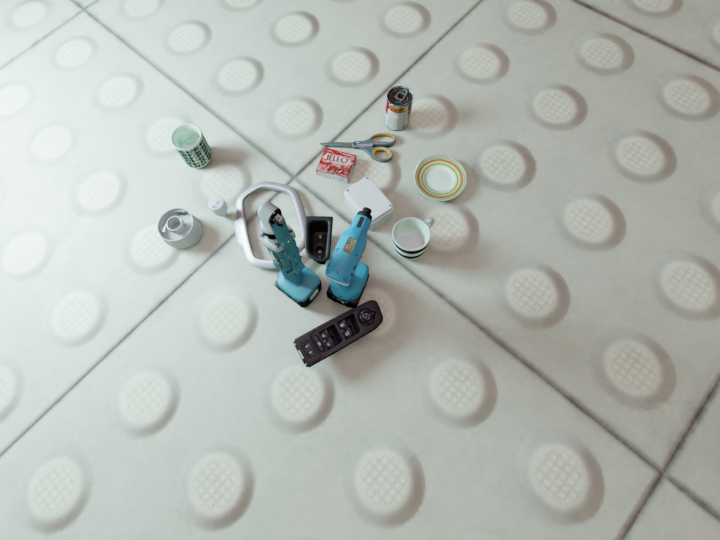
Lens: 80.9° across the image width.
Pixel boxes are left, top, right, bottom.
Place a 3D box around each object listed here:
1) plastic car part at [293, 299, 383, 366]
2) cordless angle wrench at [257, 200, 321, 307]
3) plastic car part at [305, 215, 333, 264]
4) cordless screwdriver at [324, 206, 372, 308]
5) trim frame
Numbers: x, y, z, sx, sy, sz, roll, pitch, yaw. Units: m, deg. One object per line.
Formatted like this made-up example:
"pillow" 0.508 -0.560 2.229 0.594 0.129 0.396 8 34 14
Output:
"plastic car part" -0.042 0.137 0.924 0.201 0.065 0.068 -29 72 -7
"cordless angle wrench" -0.141 -0.026 0.809 0.100 0.413 0.074 36 74 11
"plastic car part" -0.098 -0.064 1.004 0.066 0.069 0.119 0 69 2
"cordless screwdriver" -0.017 -0.019 0.887 0.076 0.243 0.160 21 72 7
"trim frame" -0.226 -0.118 1.058 0.184 0.027 0.256 -16 68 -2
